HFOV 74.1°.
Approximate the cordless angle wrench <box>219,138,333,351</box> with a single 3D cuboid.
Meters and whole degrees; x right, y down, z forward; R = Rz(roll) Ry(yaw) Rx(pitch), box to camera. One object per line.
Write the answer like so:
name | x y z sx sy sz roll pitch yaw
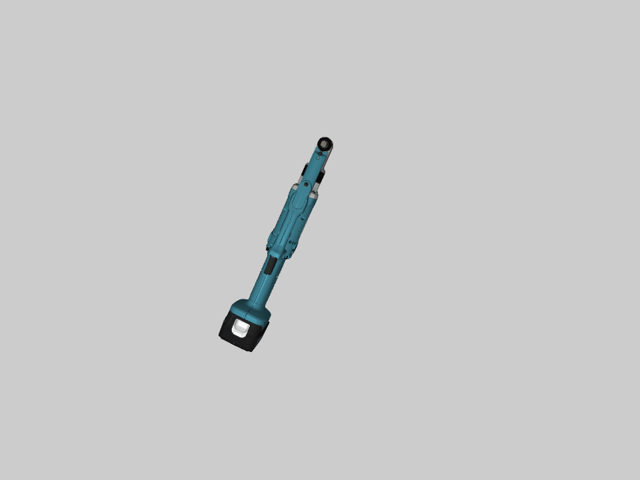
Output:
cordless angle wrench | -0.072 0.006 0.800 0.074 0.423 0.098 25 10 3
